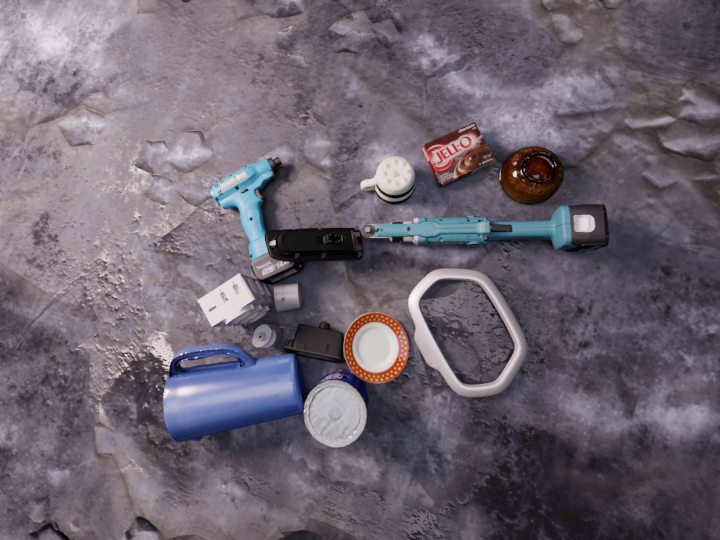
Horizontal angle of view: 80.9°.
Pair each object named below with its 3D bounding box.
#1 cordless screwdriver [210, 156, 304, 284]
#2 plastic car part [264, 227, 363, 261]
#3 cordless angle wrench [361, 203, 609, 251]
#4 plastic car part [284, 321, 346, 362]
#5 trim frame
[{"bbox_3d":[-0.188,-0.106,0.859,0.159,0.072,0.255,-30,75,2],"label":"cordless screwdriver"},{"bbox_3d":[-0.078,-0.051,0.795,0.196,0.069,0.066,-3,87,-23],"label":"plastic car part"},{"bbox_3d":[0.215,-0.075,0.796,0.431,0.095,0.075,0,83,12],"label":"cordless angle wrench"},{"bbox_3d":[-0.082,0.135,0.816,0.118,0.064,0.072,7,69,4],"label":"plastic car part"},{"bbox_3d":[0.196,0.112,0.795,0.184,0.027,0.253,-28,80,2],"label":"trim frame"}]
